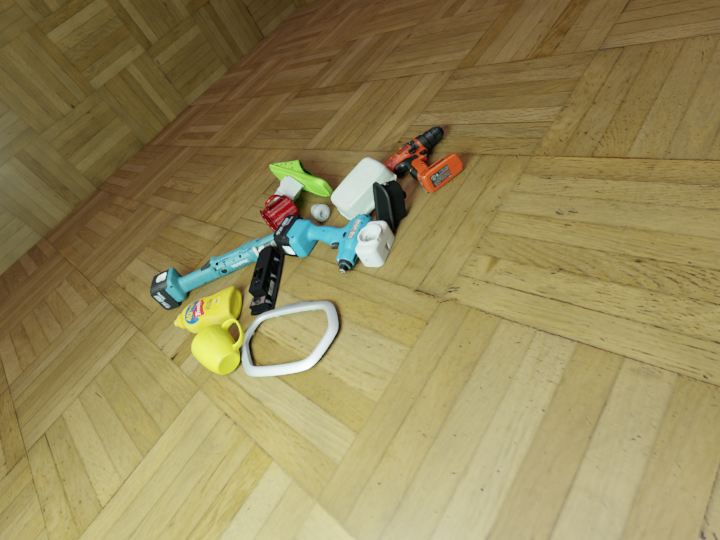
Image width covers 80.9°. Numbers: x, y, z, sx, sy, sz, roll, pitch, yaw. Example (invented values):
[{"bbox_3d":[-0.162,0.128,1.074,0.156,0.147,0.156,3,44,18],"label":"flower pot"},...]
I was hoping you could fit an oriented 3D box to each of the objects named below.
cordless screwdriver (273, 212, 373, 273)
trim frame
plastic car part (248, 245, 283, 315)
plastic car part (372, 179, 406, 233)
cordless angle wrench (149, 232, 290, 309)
[{"bbox_3d":[-0.101,-0.066,1.029,0.260,0.070,0.160,3,53,33],"label":"cordless screwdriver"},{"bbox_3d":[-0.156,0.139,0.902,0.256,0.026,0.188,-15,45,25],"label":"trim frame"},{"bbox_3d":[-0.242,0.013,1.062,0.068,0.064,0.208,-23,38,26],"label":"plastic car part"},{"bbox_3d":[0.074,-0.156,0.972,0.069,0.113,0.070,-24,33,-26],"label":"plastic car part"},{"bbox_3d":[-0.380,-0.016,1.173,0.427,0.093,0.077,-23,40,9],"label":"cordless angle wrench"}]
